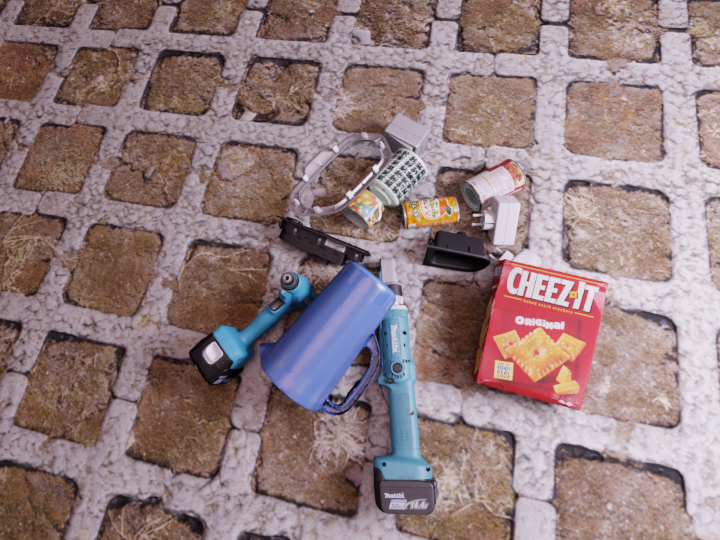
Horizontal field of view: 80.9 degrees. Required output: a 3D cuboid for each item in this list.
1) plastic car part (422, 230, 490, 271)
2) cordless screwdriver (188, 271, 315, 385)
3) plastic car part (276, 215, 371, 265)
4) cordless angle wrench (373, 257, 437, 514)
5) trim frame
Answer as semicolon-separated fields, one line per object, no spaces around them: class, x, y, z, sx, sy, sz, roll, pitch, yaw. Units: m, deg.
plastic car part;0.184;-0.043;0.812;0.118;0.064;0.072;8;59;5
cordless screwdriver;-0.190;0.096;0.757;0.248;0.155;0.077;-40;75;-6
plastic car part;-0.083;-0.054;0.850;0.209;0.065;0.067;27;102;14
cordless angle wrench;0.064;0.176;0.744;0.099;0.071;0.433;-6;68;8
trim frame;-0.045;-0.204;0.879;0.248;0.026;0.195;-47;45;-8
